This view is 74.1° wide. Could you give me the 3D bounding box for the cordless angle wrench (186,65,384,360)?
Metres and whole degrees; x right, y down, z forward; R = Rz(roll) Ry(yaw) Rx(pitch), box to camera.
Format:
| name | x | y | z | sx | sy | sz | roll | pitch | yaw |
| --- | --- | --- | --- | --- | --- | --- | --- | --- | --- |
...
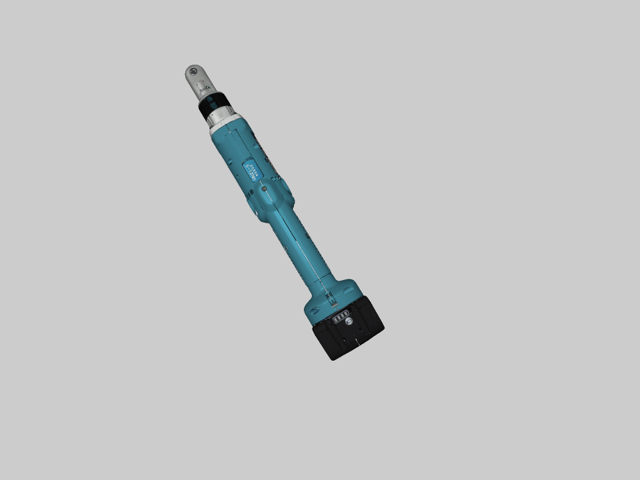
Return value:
| name | x | y | z | sx | sy | sz | roll | pitch | yaw |
| --- | --- | --- | --- | --- | --- | --- | --- | --- | --- |
| cordless angle wrench | -0.064 | -0.053 | 0.543 | 0.074 | 0.422 | 0.098 | -31 | -8 | -3 |
